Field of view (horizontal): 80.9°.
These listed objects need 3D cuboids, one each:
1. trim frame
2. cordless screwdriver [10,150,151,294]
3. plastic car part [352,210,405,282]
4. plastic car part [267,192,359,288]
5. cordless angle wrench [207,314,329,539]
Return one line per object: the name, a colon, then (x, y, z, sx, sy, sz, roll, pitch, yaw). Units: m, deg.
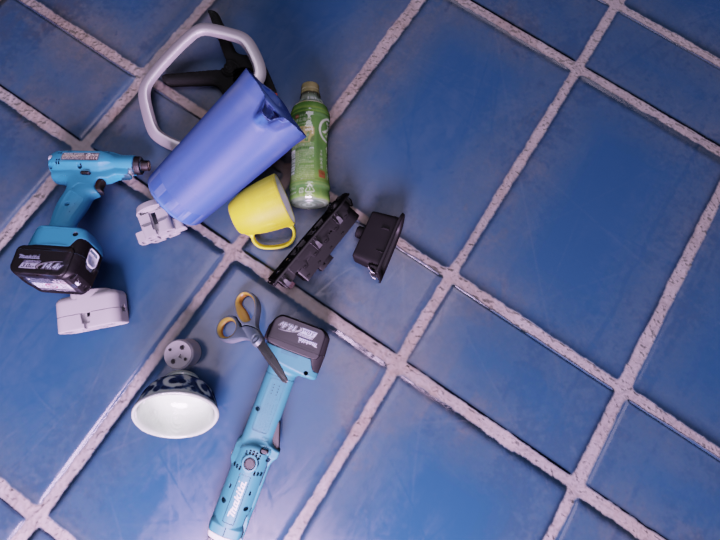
trim frame: (-0.280, -0.320, 0.745, 0.185, 0.027, 0.248, 45, 92, 2)
cordless screwdriver: (-0.433, -0.089, 0.672, 0.158, 0.072, 0.256, -2, 62, -4)
plastic car part: (0.024, -0.049, 0.712, 0.073, 0.064, 0.117, 17, 75, 13)
plastic car part: (-0.069, -0.045, 0.703, 0.066, 0.067, 0.203, 36, 79, -8)
cordless angle wrench: (-0.159, 0.279, 0.632, 0.098, 0.074, 0.424, 19, 81, 0)
